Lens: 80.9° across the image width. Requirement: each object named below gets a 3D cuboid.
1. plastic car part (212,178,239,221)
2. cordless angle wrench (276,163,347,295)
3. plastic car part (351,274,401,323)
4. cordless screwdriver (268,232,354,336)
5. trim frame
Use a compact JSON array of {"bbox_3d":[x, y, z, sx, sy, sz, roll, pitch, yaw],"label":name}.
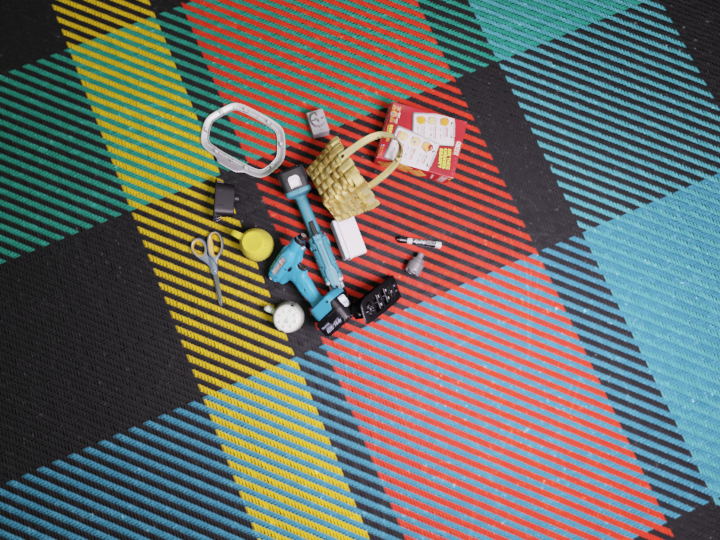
[{"bbox_3d":[-0.365,-0.191,1.148,0.069,0.067,0.117,7,81,-18],"label":"plastic car part"},{"bbox_3d":[-0.110,-0.072,1.124,0.074,0.098,0.423,-22,89,-4],"label":"cordless angle wrench"},{"bbox_3d":[0.035,0.074,1.070,0.069,0.198,0.065,-9,103,28],"label":"plastic car part"},{"bbox_3d":[-0.114,0.033,1.069,0.255,0.072,0.160,44,121,12],"label":"cordless screwdriver"},{"bbox_3d":[-0.325,-0.363,1.179,0.249,0.027,0.184,30,85,1],"label":"trim frame"}]
